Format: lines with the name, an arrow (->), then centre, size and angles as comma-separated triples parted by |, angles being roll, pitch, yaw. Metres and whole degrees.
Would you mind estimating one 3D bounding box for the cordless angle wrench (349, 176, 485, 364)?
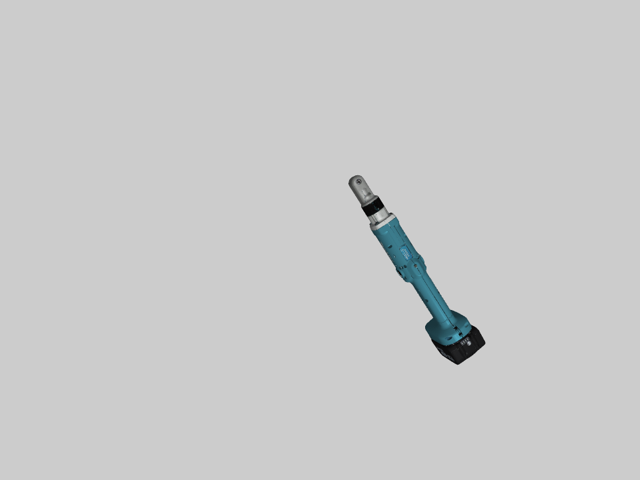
cordless angle wrench -> 0.179, 0.053, 0.846 | 0.074, 0.423, 0.098 | -34, 7, -8
